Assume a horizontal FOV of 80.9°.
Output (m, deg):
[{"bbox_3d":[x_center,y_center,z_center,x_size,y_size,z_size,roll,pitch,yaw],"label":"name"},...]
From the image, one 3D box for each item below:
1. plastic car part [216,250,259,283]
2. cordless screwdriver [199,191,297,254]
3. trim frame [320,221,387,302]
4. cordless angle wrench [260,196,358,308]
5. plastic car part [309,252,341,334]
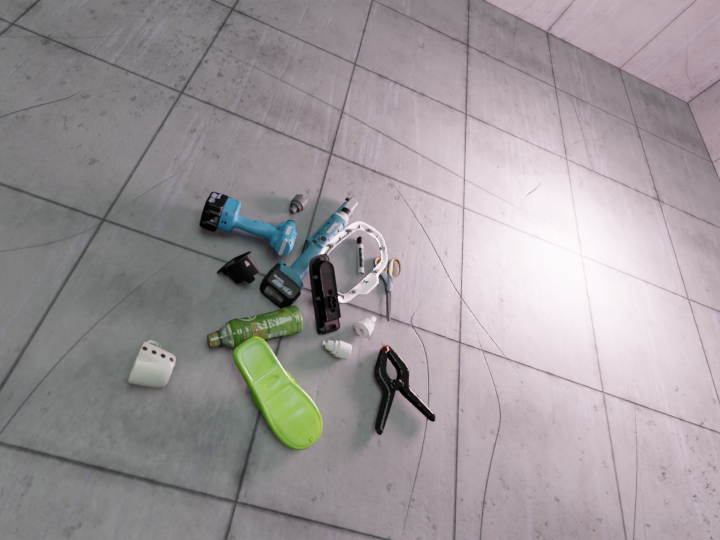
[{"bbox_3d":[-0.290,0.001,1.038,0.065,0.121,0.069,-46,112,-34],"label":"plastic car part"},{"bbox_3d":[-0.287,-0.131,1.118,0.246,0.074,0.162,20,27,-7],"label":"cordless screwdriver"},{"bbox_3d":[-0.014,-0.024,1.154,0.245,0.029,0.179,-41,110,-32],"label":"trim frame"},{"bbox_3d":[-0.114,-0.075,1.168,0.098,0.075,0.421,37,53,-1],"label":"cordless angle wrench"},{"bbox_3d":[-0.086,0.059,1.059,0.064,0.069,0.203,-10,91,-21],"label":"plastic car part"}]
